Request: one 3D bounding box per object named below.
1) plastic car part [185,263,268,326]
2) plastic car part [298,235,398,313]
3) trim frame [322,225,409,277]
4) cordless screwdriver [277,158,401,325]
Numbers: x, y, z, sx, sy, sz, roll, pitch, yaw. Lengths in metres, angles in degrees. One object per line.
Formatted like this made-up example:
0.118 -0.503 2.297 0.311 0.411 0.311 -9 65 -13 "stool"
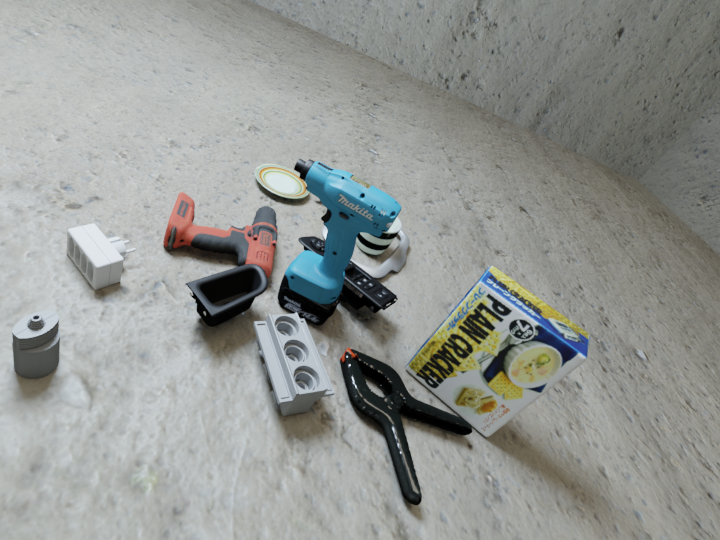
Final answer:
-0.190 0.042 0.613 0.069 0.070 0.112 44 38 20 "plastic car part"
-0.034 0.010 0.756 0.211 0.067 0.064 42 37 19 "plastic car part"
0.018 -0.067 0.919 0.188 0.027 0.245 33 36 9 "trim frame"
-0.063 -0.041 0.646 0.161 0.247 0.074 32 35 3 "cordless screwdriver"
